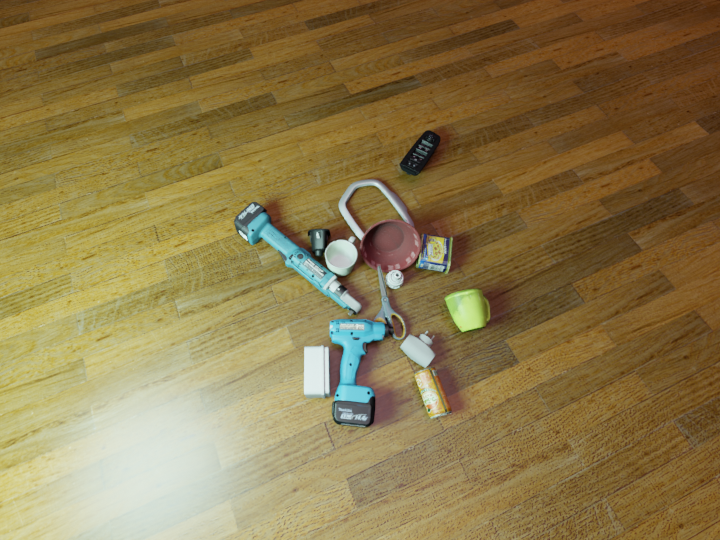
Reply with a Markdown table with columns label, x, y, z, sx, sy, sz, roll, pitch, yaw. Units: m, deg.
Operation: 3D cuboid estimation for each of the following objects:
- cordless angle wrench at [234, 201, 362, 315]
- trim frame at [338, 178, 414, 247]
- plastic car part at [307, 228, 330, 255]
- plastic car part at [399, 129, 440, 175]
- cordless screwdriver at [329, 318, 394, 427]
| label | x | y | z | sx | sy | sz | roll | pitch | yaw |
| --- | --- | --- | --- | --- | --- | --- | --- | --- | --- |
| cordless angle wrench | -0.165 | -0.027 | 1.150 | 0.436 | 0.073 | 0.097 | 38 | 69 | 15 |
| trim frame | 0.047 | -0.169 | 1.241 | 0.182 | 0.027 | 0.259 | -29 | 65 | -12 |
| plastic car part | -0.113 | -0.074 | 1.155 | 0.066 | 0.116 | 0.071 | -1 | 89 | -4 |
| plastic car part | 0.189 | -0.357 | 1.310 | 0.069 | 0.065 | 0.203 | 24 | 62 | 17 |
| cordless screwdriver | 0.005 | 0.238 | 1.007 | 0.159 | 0.072 | 0.255 | -1 | 63 | 0 |
